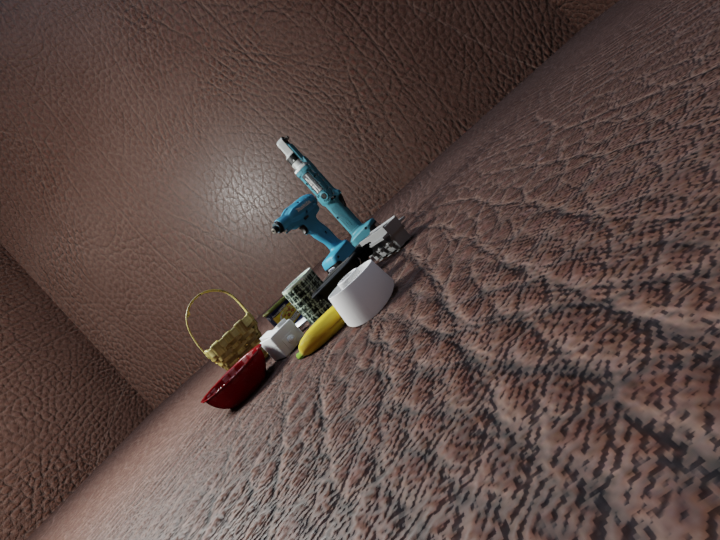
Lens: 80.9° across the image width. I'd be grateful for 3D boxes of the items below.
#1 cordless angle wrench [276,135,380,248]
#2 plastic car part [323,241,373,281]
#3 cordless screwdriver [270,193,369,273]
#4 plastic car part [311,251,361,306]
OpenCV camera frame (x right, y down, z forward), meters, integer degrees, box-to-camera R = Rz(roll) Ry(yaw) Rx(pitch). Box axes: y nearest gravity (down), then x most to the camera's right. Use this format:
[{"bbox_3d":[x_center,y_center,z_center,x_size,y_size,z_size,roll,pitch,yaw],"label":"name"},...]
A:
[{"bbox_3d":[-0.095,-0.221,1.226,0.099,0.422,0.073,-42,1,23],"label":"cordless angle wrench"},{"bbox_3d":[-0.025,0.001,0.958,0.065,0.066,0.206,-44,7,-29],"label":"plastic car part"},{"bbox_3d":[-0.107,-0.070,1.090,0.157,0.248,0.075,-44,2,-37],"label":"cordless screwdriver"},{"bbox_3d":[-0.028,0.029,0.796,0.116,0.071,0.066,-42,4,2],"label":"plastic car part"}]
